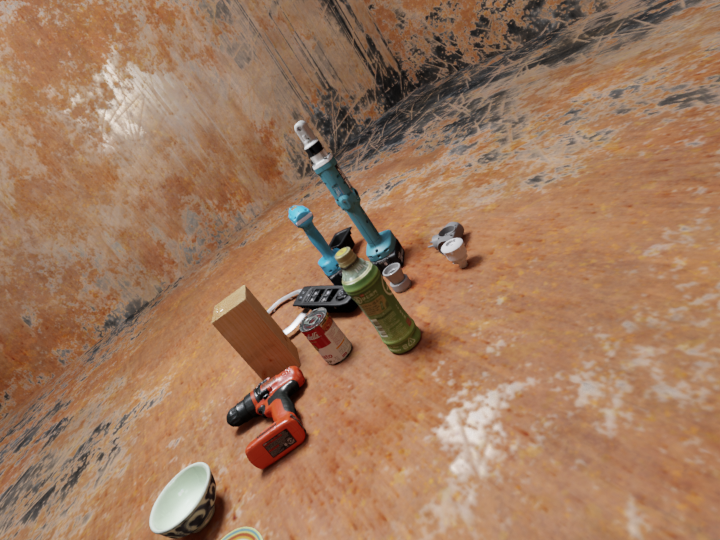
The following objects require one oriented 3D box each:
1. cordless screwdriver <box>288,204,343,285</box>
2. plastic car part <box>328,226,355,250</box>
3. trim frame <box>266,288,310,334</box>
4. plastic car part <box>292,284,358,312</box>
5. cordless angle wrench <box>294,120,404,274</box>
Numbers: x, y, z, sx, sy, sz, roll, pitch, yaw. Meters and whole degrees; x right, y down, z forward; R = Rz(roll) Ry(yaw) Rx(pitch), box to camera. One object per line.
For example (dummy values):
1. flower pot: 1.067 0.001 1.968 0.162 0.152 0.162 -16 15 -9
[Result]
1. cordless screwdriver: -0.113 -0.074 1.154 0.074 0.241 0.165 -37 20 -6
2. plastic car part: -0.051 -0.072 1.284 0.068 0.068 0.117 -24 25 27
3. trim frame: -0.213 0.126 1.184 0.183 0.026 0.258 -39 23 -7
4. plastic car part: -0.080 0.077 1.047 0.211 0.065 0.066 -9 33 47
5. cordless angle wrench: -0.031 -0.175 1.019 0.076 0.409 0.099 -26 20 25
